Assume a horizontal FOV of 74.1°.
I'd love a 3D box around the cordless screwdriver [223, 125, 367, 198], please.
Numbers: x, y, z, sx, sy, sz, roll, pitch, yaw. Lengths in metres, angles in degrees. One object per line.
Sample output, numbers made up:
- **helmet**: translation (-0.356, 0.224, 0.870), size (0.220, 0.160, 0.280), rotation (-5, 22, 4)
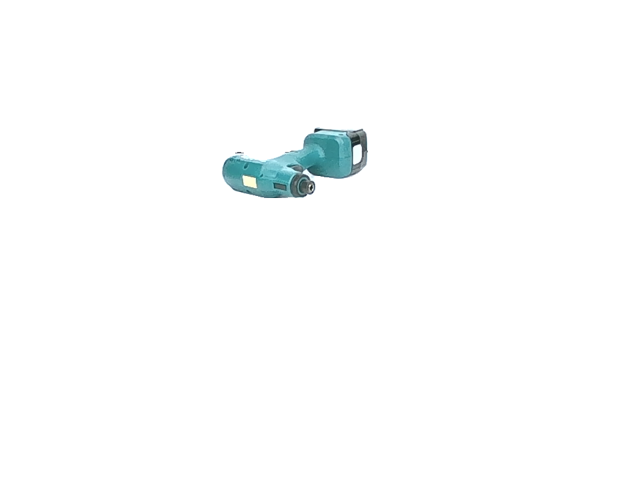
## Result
- **cordless screwdriver**: translation (-0.008, -0.120, 0.658), size (0.160, 0.074, 0.247), rotation (16, 31, 37)
